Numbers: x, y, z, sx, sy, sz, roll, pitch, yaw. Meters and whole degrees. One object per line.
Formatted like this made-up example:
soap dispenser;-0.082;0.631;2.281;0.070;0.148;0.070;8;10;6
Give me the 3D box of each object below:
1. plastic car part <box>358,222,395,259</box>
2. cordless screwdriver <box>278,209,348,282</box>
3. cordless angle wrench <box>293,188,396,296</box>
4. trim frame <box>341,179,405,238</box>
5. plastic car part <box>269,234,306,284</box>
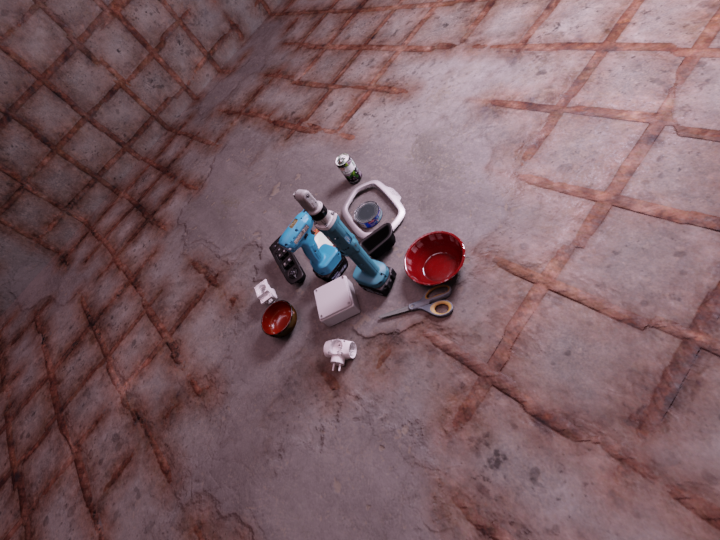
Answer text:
plastic car part;0.058;-0.076;1.220;0.117;0.067;0.069;-35;47;8
cordless screwdriver;-0.120;-0.078;1.223;0.079;0.235;0.159;24;74;41
cordless angle wrench;-0.036;-0.066;1.046;0.103;0.399;0.074;14;68;38
trim frame;0.040;-0.195;1.342;0.185;0.026;0.262;-38;47;5
plastic car part;-0.232;-0.024;1.378;0.066;0.063;0.214;-39;47;4
